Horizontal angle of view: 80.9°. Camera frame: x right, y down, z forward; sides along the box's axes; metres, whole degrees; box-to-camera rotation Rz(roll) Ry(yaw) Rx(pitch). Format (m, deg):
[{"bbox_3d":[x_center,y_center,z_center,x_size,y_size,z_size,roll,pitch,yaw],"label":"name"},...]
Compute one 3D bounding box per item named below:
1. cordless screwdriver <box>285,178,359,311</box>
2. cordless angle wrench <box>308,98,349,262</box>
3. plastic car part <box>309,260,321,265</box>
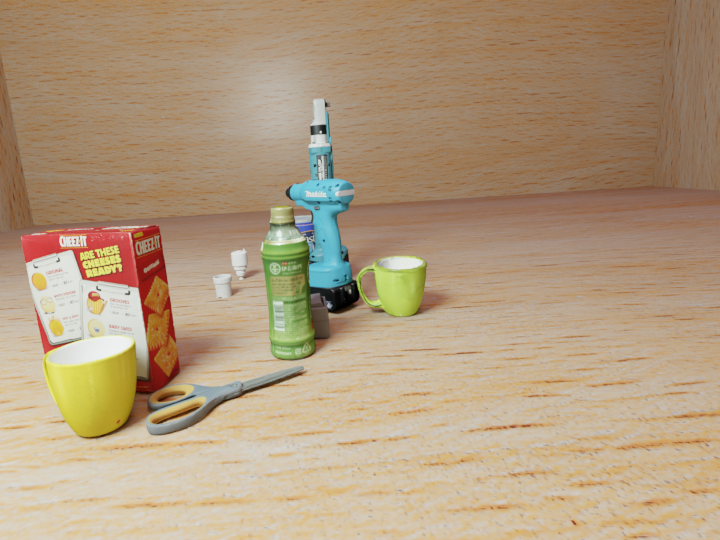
[{"bbox_3d":[-0.081,-0.053,0.827,0.168,0.245,0.071,8,15,42],"label":"cordless screwdriver"},{"bbox_3d":[-0.088,-0.187,1.004,0.097,0.417,0.076,-5,11,-10],"label":"cordless angle wrench"},{"bbox_3d":[-0.147,-0.001,0.999,0.064,0.066,0.214,-12,16,-35],"label":"plastic car part"}]
